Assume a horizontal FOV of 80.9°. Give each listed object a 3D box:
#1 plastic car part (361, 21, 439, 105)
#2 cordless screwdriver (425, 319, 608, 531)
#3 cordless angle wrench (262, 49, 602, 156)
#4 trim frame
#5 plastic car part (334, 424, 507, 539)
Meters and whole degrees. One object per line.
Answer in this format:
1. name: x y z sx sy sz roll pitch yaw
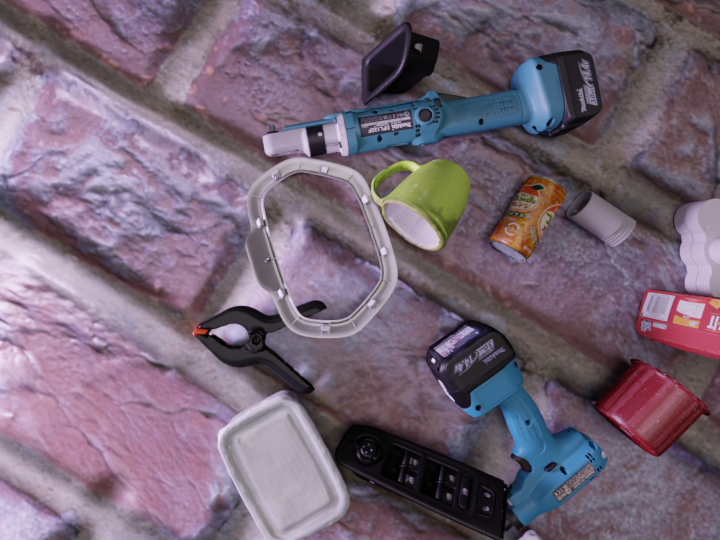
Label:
1. plastic car part: 0.057 -0.262 0.544 0.068 0.121 0.066 -2 90 -28
2. cordless screwdriver: 0.177 0.198 0.538 0.159 0.075 0.247 -39 93 -3
3. cordless angle wrench: 0.081 -0.198 0.557 0.423 0.074 0.098 -10 89 1
4. trim frame: -0.054 -0.035 0.552 0.183 0.027 0.251 -17 82 -6
5. plastic car part: 0.068 0.254 0.522 0.207 0.065 0.066 21 54 11
